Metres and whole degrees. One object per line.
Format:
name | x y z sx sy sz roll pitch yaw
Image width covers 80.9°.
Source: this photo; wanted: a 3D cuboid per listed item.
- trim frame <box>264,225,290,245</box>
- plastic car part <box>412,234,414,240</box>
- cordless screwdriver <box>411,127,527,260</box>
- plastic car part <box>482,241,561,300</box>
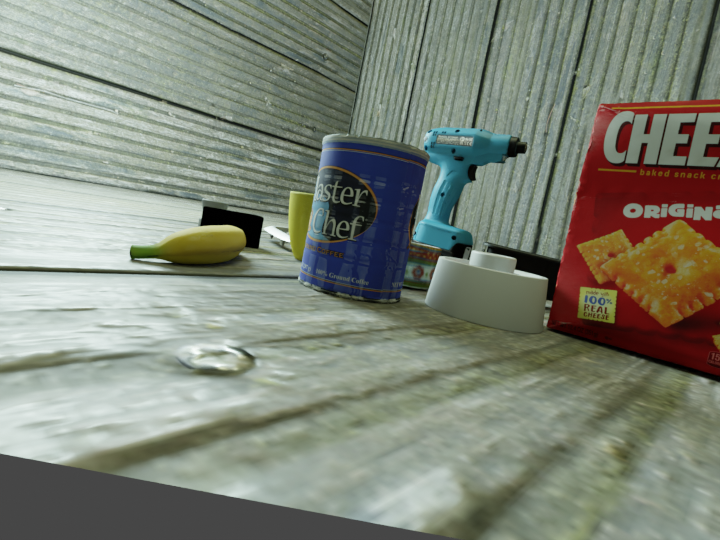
trim frame | -0.073 -0.048 0.751 0.177 0.027 0.260 7 8 -26
plastic car part | 0.064 -0.055 0.854 0.214 0.067 0.063 17 8 43
cordless screwdriver | 0.167 -0.110 0.699 0.167 0.248 0.071 14 5 32
plastic car part | 0.216 0.007 0.565 0.120 0.070 0.064 12 6 14
